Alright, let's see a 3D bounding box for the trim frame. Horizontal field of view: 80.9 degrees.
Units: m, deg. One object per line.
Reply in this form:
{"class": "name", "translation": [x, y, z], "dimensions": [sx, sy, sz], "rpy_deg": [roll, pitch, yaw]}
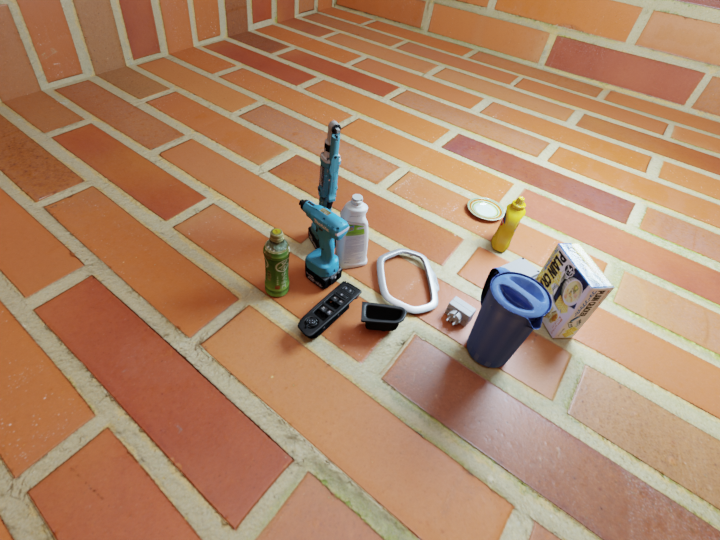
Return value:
{"class": "trim frame", "translation": [0.141, 0.026, 1.251], "dimensions": [0.183, 0.027, 0.257], "rpy_deg": [0, 45, -5]}

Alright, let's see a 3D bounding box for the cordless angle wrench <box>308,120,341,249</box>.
{"class": "cordless angle wrench", "translation": [-0.094, -0.234, 1.217], "dimensions": [0.072, 0.412, 0.103], "rpy_deg": [-14, 50, -23]}

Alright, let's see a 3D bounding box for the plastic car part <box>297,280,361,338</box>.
{"class": "plastic car part", "translation": [-0.086, 0.111, 1.120], "dimensions": [0.069, 0.065, 0.199], "rpy_deg": [34, 52, 24]}

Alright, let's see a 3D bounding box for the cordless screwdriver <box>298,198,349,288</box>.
{"class": "cordless screwdriver", "translation": [-0.115, -0.075, 1.178], "dimensions": [0.167, 0.242, 0.073], "rpy_deg": [38, 51, 26]}

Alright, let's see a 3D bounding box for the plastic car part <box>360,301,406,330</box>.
{"class": "plastic car part", "translation": [0.057, 0.131, 1.110], "dimensions": [0.117, 0.069, 0.067], "rpy_deg": [8, 45, 1]}
